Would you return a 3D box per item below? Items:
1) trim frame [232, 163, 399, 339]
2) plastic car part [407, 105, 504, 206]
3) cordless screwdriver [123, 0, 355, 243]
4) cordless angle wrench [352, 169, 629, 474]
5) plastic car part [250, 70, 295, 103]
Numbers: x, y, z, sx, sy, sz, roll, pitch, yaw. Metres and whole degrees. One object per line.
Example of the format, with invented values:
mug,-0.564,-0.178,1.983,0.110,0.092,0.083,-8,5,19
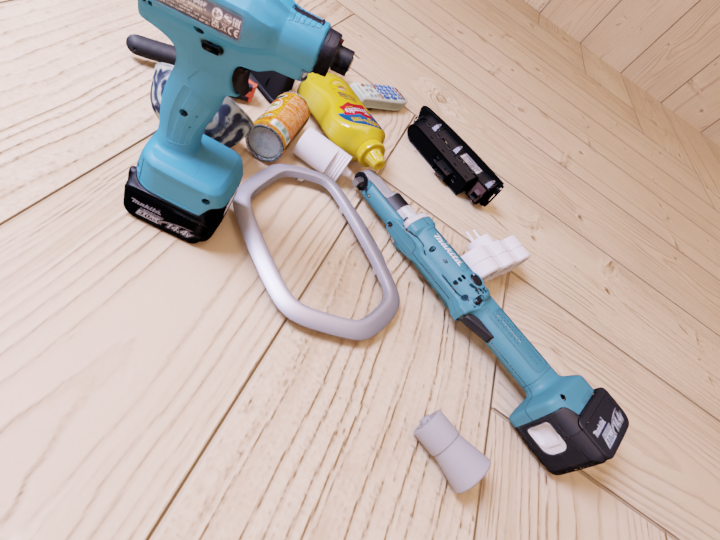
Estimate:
trim frame,-0.049,-0.032,0.496,0.177,0.027,0.258,-12,60,-36
plastic car part,0.147,-0.193,0.726,0.066,0.065,0.209,-27,71,-16
cordless screwdriver,-0.120,-0.123,0.365,0.157,0.249,0.075,25,47,-9
cordless angle wrench,0.127,0.028,0.525,0.094,0.074,0.437,-19,65,-41
plastic car part,-0.130,-0.312,0.641,0.064,0.071,0.120,-22,67,-41
